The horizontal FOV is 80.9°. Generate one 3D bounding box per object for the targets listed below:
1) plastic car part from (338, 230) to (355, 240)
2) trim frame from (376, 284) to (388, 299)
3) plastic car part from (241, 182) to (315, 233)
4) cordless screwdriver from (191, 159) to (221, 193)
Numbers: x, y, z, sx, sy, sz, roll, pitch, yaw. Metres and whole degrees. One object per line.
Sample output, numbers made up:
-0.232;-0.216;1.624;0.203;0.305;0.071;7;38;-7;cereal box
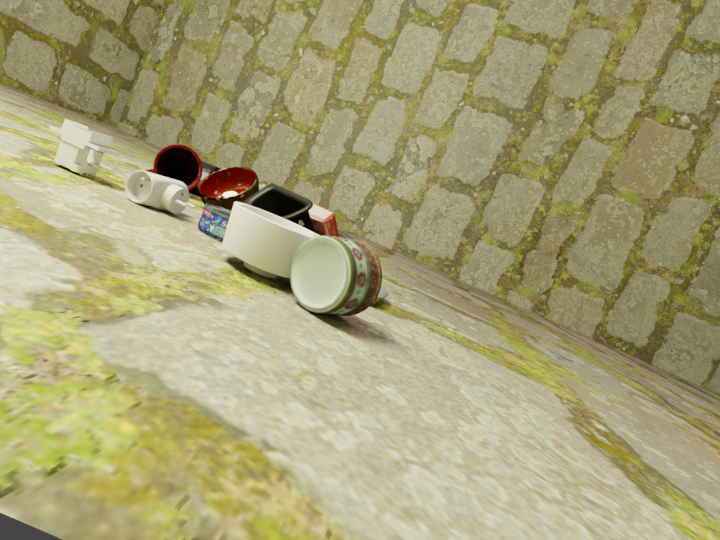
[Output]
-0.078;-0.051;0.793;0.215;0.066;0.063;27;-19;37;plastic car part
-0.065;-0.011;0.631;0.263;0.027;0.174;31;9;41;trim frame
-0.110;-0.072;0.609;0.123;0.065;0.068;29;-31;40;plastic car part
-0.411;-0.237;1.056;0.157;0.074;0.253;22;2;-10;cordless screwdriver
